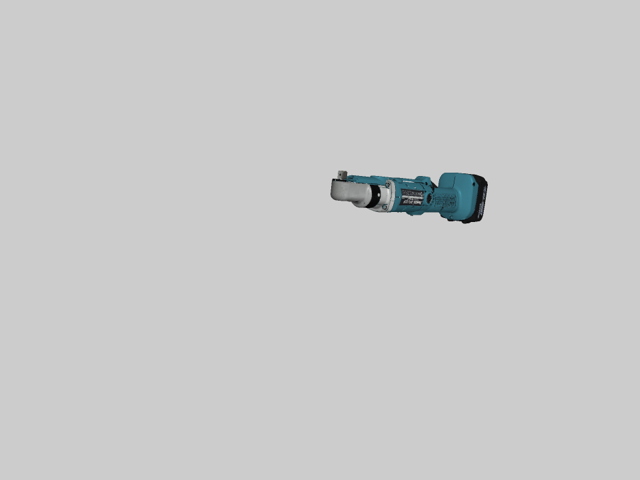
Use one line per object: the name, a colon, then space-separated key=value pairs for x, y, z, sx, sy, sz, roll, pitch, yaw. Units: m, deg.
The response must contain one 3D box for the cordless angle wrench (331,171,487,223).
cordless angle wrench: x=0.162 y=-0.075 z=0.719 sx=0.074 sy=0.098 sz=0.422 roll=14 pitch=12 yaw=42
